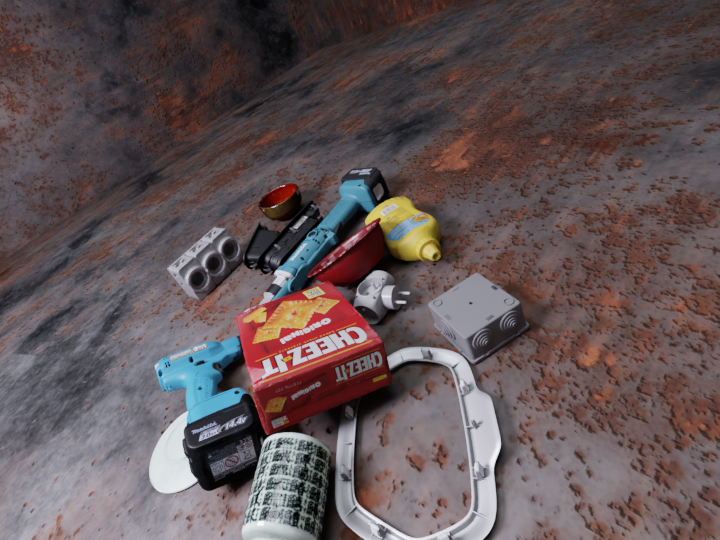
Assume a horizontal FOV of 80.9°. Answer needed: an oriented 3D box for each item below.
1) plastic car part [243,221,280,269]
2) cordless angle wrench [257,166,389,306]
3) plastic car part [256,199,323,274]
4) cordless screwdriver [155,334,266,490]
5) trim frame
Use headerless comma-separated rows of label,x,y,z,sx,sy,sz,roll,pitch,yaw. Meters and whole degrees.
plastic car part,-0.209,-0.049,0.945,0.072,0.063,0.119,-2,42,12
cordless angle wrench,-0.083,-0.054,0.850,0.103,0.071,0.421,6,49,41
plastic car part,-0.140,-0.061,0.910,0.070,0.064,0.201,28,59,23
cordless screwdriver,-0.199,0.177,0.616,0.155,0.072,0.263,-21,28,-25
trim frame,0.058,0.182,0.473,0.188,0.026,0.254,-15,34,17
